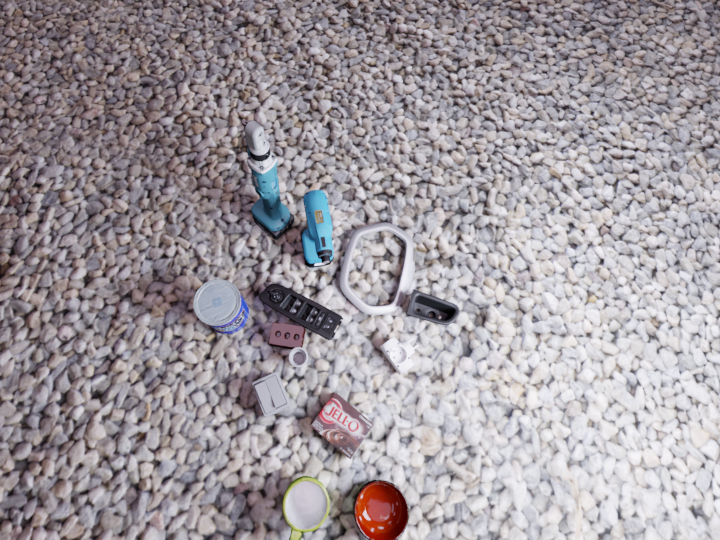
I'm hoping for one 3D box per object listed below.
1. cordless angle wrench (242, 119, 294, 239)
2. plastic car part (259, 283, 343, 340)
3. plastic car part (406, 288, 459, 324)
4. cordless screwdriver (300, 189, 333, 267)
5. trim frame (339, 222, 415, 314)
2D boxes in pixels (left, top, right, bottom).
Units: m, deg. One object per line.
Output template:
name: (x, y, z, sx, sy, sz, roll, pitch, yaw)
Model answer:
cordless angle wrench: (-0.207, -0.189, 0.931, 0.100, 0.417, 0.074, 40, 73, 7)
plastic car part: (-0.145, 0.096, 1.015, 0.206, 0.066, 0.066, 28, 72, 8)
plastic car part: (0.169, 0.100, 1.017, 0.118, 0.070, 0.066, 18, 71, 4)
cordless screwdriver: (-0.096, -0.063, 0.978, 0.074, 0.245, 0.163, -8, 73, -9)
trim frame: (0.046, -0.008, 1.077, 0.185, 0.027, 0.251, 13, 70, 4)
